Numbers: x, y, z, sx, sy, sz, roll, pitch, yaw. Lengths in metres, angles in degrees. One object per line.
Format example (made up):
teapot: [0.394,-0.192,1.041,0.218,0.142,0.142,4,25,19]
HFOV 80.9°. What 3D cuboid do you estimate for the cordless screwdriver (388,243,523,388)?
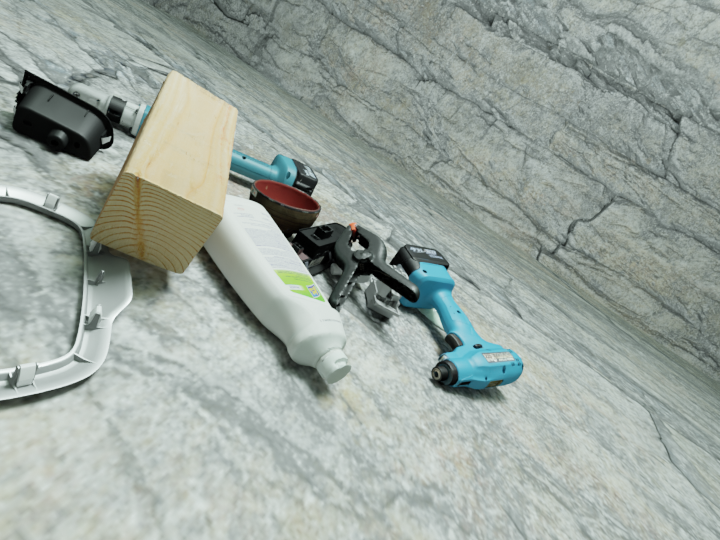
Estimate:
cordless screwdriver: [0.116,0.066,0.642,0.152,0.074,0.262,4,39,-35]

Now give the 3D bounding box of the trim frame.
trim frame: [-0.270,-0.006,0.318,0.174,0.027,0.262,17,24,-39]

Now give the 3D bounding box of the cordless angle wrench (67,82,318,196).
cordless angle wrench: [-0.276,-0.218,0.737,0.405,0.074,0.102,19,24,-26]

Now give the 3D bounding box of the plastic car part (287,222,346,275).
plastic car part: [-0.064,-0.042,0.658,0.068,0.067,0.197,31,17,13]

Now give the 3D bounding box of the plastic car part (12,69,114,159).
plastic car part: [-0.375,-0.180,0.527,0.111,0.066,0.073,27,36,-25]
